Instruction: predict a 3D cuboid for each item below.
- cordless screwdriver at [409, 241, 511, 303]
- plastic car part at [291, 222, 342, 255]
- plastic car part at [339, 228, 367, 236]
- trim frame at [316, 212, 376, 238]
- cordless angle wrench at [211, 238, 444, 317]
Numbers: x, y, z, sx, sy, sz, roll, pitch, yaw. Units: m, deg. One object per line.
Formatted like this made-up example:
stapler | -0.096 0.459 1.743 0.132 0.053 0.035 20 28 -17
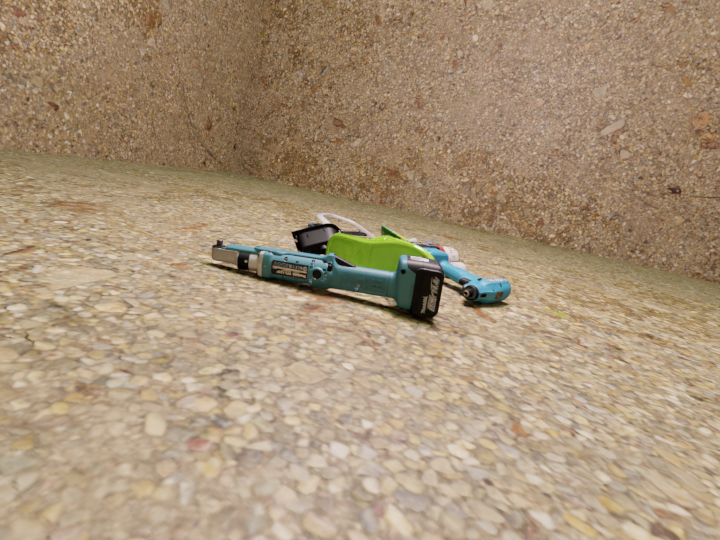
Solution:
cordless screwdriver | 0.199 0.007 0.975 0.151 0.073 0.263 -1 22 -44
plastic car part | -0.097 -0.064 0.994 0.117 0.063 0.074 -14 42 2
plastic car part | -0.059 -0.081 1.132 0.194 0.066 0.070 3 10 -30
trim frame | -0.035 -0.119 1.305 0.175 0.027 0.263 3 29 -44
cordless angle wrench | -0.072 0.000 0.767 0.430 0.097 0.074 9 11 9
